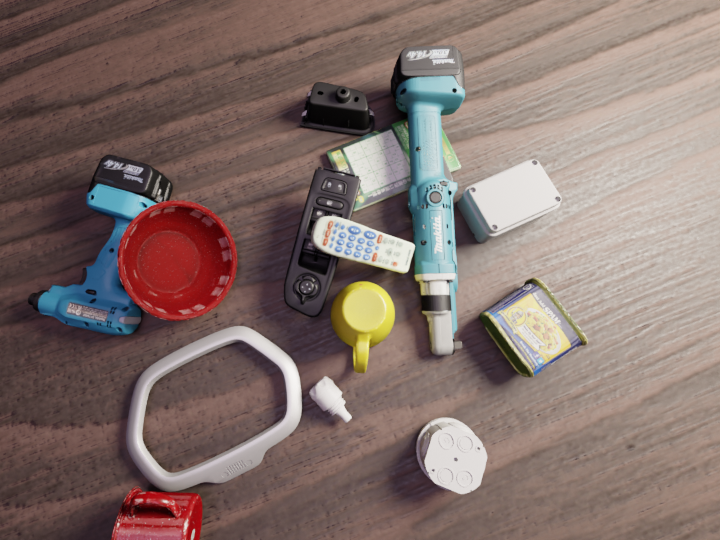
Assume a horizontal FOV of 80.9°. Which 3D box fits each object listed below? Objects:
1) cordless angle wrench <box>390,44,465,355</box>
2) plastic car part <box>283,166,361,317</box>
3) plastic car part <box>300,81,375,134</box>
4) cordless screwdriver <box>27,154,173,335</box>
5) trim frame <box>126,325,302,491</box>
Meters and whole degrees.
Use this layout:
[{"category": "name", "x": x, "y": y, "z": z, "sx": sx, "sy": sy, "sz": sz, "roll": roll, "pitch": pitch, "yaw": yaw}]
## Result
[{"category": "cordless angle wrench", "x": 0.100, "y": -0.098, "z": 0.592, "sx": 0.098, "sy": 0.074, "sz": 0.426, "roll": -2, "pitch": 83, "yaw": 0}, {"category": "plastic car part", "x": -0.058, "y": -0.038, "z": 0.594, "sx": 0.066, "sy": 0.067, "sz": 0.204, "roll": 15, "pitch": 82, "yaw": -3}, {"category": "plastic car part", "x": -0.033, "y": -0.254, "z": 0.647, "sx": 0.119, "sy": 0.069, "sz": 0.066, "roll": 12, "pitch": 79, "yaw": 9}, {"category": "cordless screwdriver", "x": -0.379, "y": -0.041, "z": 0.618, "sx": 0.161, "sy": 0.073, "sz": 0.250, "roll": 10, "pitch": 81, "yaw": 6}, {"category": "trim frame", "x": -0.199, "y": 0.185, "z": 0.571, "sx": 0.247, "sy": 0.027, "sz": 0.189, "roll": -27, "pitch": 75, "yaw": -5}]
